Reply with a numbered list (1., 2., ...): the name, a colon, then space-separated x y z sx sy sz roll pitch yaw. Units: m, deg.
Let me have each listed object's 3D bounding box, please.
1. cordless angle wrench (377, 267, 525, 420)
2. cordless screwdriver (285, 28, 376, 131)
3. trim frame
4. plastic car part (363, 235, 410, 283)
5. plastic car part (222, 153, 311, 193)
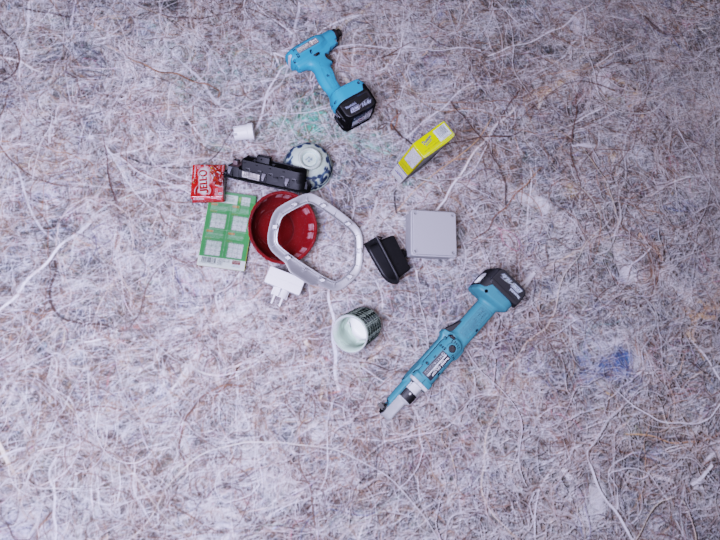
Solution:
1. cordless angle wrench: 0.196 0.171 0.952 0.098 0.074 0.421 44 81 0
2. cordless screwdriver: -0.052 -0.477 1.037 0.158 0.074 0.252 -36 82 -11
3. trim frame: -0.092 -0.060 0.944 0.238 0.028 0.184 35 75 -23
4. plastic car part: 0.072 -0.033 0.982 0.069 0.067 0.117 -31 89 -26
5. plastic car part: -0.202 -0.222 0.952 0.206 0.066 0.066 18 112 6
